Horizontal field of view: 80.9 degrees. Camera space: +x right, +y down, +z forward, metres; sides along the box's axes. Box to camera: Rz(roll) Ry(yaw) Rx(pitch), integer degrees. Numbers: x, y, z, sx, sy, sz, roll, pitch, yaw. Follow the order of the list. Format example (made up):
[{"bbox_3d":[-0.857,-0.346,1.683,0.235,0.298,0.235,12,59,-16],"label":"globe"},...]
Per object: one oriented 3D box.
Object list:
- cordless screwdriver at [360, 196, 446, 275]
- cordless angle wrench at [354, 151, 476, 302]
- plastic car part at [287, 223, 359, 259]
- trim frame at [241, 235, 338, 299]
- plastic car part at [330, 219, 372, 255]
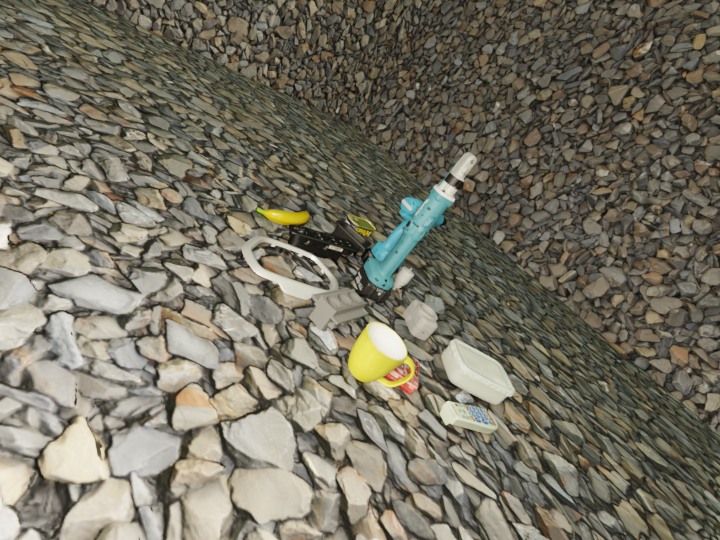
[{"bbox_3d":[0.125,-0.084,1.202,0.151,0.249,0.078,20,28,-35],"label":"cordless screwdriver"},{"bbox_3d":[0.135,-0.102,1.025,0.071,0.423,0.102,25,25,-26],"label":"cordless angle wrench"},{"bbox_3d":[-0.107,-0.070,1.098,0.193,0.067,0.069,19,28,-32],"label":"plastic car part"},{"bbox_3d":[-0.155,-0.006,0.957,0.237,0.027,0.193,21,26,-28],"label":"trim frame"},{"bbox_3d":[-0.037,-0.085,1.216,0.119,0.071,0.064,40,23,12],"label":"plastic car part"}]
